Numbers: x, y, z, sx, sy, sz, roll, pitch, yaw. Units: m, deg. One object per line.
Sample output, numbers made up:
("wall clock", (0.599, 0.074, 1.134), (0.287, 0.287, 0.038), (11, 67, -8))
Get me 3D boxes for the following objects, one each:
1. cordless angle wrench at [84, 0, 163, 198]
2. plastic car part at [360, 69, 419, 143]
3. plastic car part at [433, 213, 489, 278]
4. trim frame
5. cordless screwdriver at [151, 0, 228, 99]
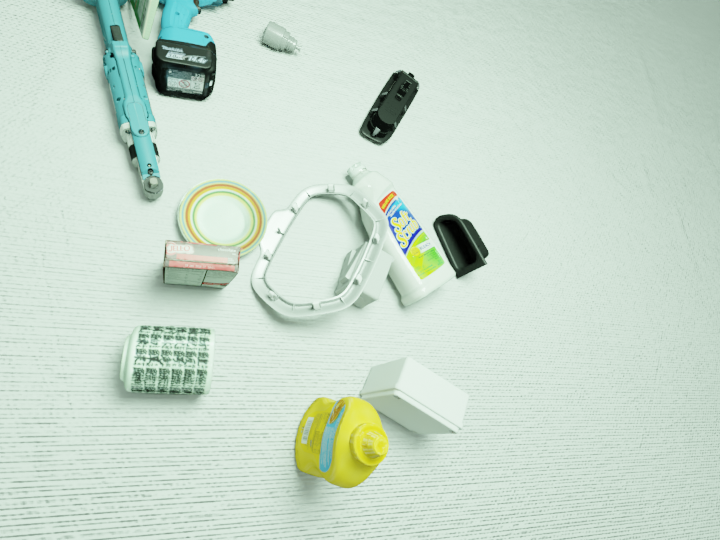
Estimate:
("cordless angle wrench", (-0.358, -0.305, 0.639), (0.072, 0.100, 0.429), (-13, 79, -28))
("plastic car part", (0.068, -0.328, 0.829), (0.064, 0.069, 0.203), (37, 63, -16))
("plastic car part", (0.192, -0.054, 0.772), (0.068, 0.067, 0.119), (-7, 69, -42))
("trim frame", (-0.063, -0.041, 0.645), (0.190, 0.026, 0.250), (17, 64, 17))
("cordless screwdriver", (-0.280, -0.410, 0.716), (0.154, 0.075, 0.256), (-4, 68, -24))
